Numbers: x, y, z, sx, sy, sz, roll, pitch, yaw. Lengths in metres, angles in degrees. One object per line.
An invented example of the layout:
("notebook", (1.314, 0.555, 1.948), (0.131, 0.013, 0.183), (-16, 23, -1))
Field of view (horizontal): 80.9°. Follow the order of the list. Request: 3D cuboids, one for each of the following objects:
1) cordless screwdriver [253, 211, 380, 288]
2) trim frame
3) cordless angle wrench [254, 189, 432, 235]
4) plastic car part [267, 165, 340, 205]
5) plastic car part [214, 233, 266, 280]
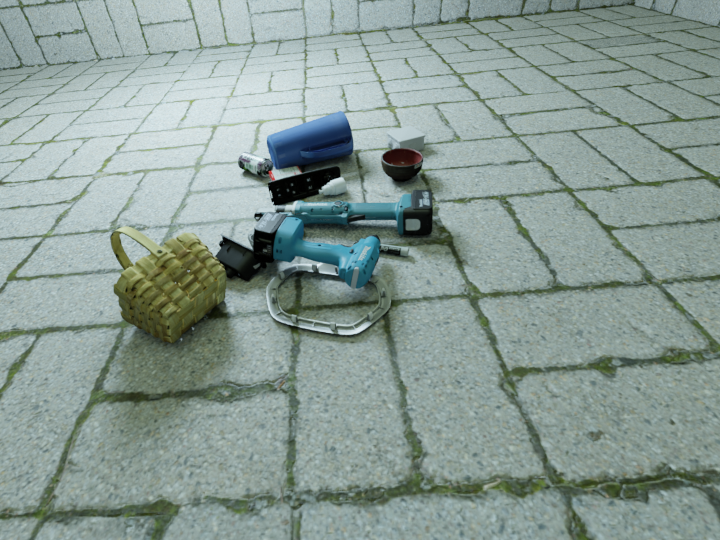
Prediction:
("cordless screwdriver", (-0.084, -0.055, 0.862), (0.255, 0.072, 0.159), (16, 36, 12))
("trim frame", (-0.066, 0.044, 0.819), (0.256, 0.026, 0.185), (7, 41, 18))
("cordless angle wrench", (-0.049, -0.136, 1.000), (0.432, 0.071, 0.099), (1, 40, 13))
("plastic car part", (-0.149, -0.232, 1.138), (0.200, 0.065, 0.069), (-17, 15, -11))
("plastic car part", (-0.266, -0.017, 0.901), (0.122, 0.063, 0.070), (26, 64, 28))
